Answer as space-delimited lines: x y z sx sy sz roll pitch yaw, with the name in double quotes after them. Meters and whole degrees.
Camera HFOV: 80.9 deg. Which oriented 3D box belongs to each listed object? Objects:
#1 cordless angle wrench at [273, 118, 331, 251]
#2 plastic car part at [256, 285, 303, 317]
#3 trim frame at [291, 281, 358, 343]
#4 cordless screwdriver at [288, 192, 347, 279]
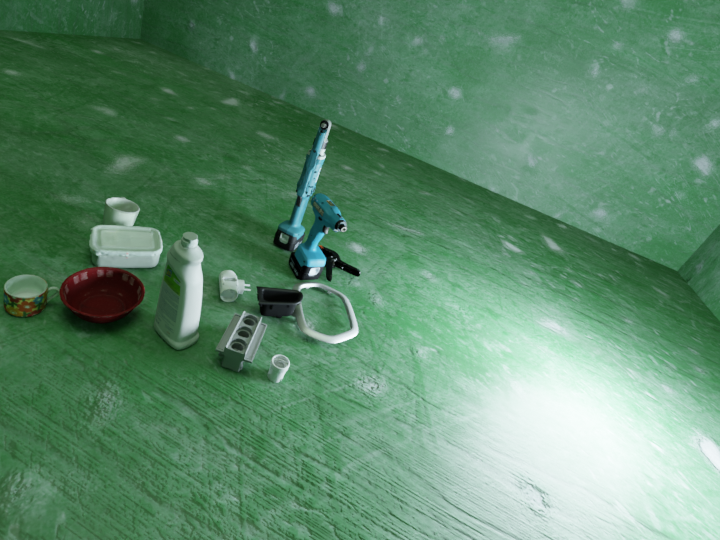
-0.166 -0.254 1.281 0.076 0.419 0.097 27 29 6 "cordless angle wrench"
-0.205 0.087 1.053 0.112 0.070 0.069 8 33 -22 "plastic car part"
-0.102 0.107 1.125 0.178 0.027 0.259 9 32 -20 "trim frame"
-0.117 -0.076 1.195 0.071 0.246 0.168 0 37 -36 "cordless screwdriver"
